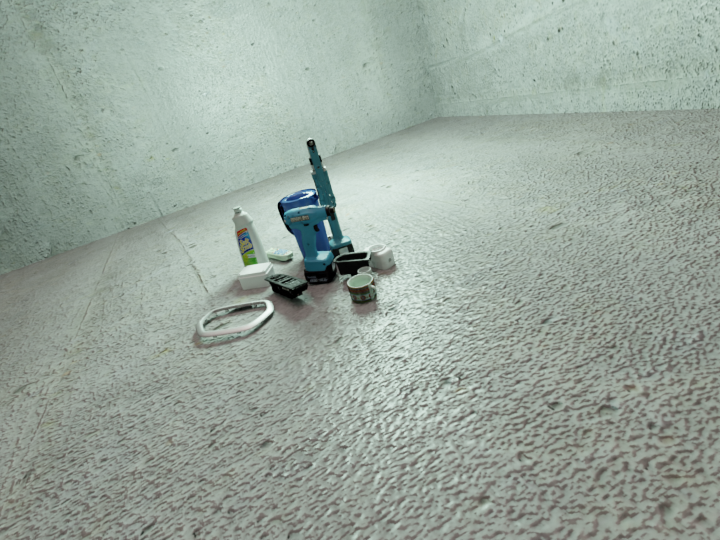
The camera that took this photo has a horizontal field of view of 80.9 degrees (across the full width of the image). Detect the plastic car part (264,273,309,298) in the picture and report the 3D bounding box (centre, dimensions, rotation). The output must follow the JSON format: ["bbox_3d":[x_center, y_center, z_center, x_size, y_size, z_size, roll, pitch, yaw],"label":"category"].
[{"bbox_3d":[-0.229,0.049,1.310,0.065,0.065,0.214,-30,28,-29],"label":"plastic car part"}]

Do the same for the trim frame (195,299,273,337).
[{"bbox_3d":[-0.376,0.141,1.261,0.252,0.027,0.187,-13,25,10],"label":"trim frame"}]

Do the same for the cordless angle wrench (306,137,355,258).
[{"bbox_3d":[-0.107,-0.226,1.387,0.074,0.410,0.101,-18,21,-5],"label":"cordless angle wrench"}]

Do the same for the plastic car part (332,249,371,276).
[{"bbox_3d":[-0.019,-0.015,1.300,0.120,0.069,0.066,-9,24,18],"label":"plastic car part"}]

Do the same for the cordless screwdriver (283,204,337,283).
[{"bbox_3d":[-0.128,-0.084,1.308,0.164,0.241,0.074,-8,23,20],"label":"cordless screwdriver"}]
